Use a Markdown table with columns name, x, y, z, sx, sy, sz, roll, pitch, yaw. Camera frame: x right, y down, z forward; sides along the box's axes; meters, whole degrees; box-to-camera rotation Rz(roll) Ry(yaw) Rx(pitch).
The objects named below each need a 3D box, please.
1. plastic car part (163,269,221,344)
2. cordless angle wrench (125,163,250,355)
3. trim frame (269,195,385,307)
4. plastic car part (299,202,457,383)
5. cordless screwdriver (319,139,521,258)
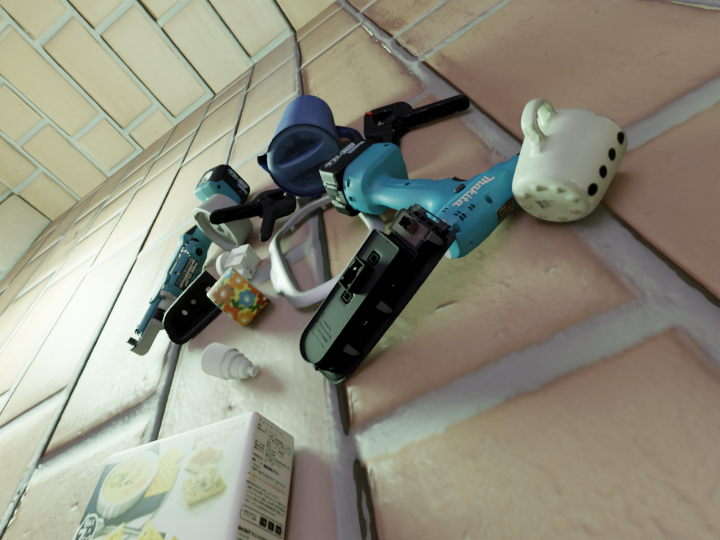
| name | x | y | z | sx | sy | sz | roll | pitch | yaw |
| --- | --- | --- | --- | --- | --- | --- | --- | --- | --- |
| plastic car part | -0.266 | 0.055 | 0.684 | 0.116 | 0.064 | 0.073 | -45 | 19 | -1 |
| cordless angle wrench | -0.328 | -0.033 | 0.816 | 0.077 | 0.093 | 0.431 | -16 | 46 | 32 |
| trim frame | -0.060 | -0.039 | 0.615 | 0.184 | 0.026 | 0.261 | -38 | 36 | 1 |
| plastic car part | 0.004 | 0.026 | 0.412 | 0.070 | 0.063 | 0.203 | 44 | 108 | 36 |
| cordless screwdriver | 0.074 | -0.112 | 0.519 | 0.157 | 0.071 | 0.263 | -41 | 41 | -19 |
